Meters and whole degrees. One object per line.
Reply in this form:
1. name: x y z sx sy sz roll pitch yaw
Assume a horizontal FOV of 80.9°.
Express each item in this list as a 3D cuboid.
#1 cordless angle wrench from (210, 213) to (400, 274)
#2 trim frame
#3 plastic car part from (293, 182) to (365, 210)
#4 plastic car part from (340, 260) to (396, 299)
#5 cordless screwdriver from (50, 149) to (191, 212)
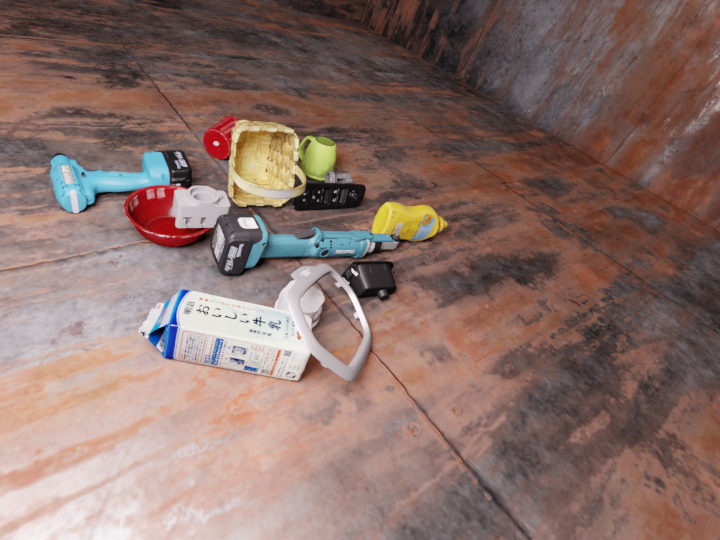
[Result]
1. cordless angle wrench: -0.084 -0.055 0.855 0.404 0.097 0.078 -3 44 -35
2. trim frame: -0.045 0.071 0.679 0.183 0.028 0.246 55 21 -4
3. plastic car part: -0.080 -0.186 1.039 0.195 0.065 0.071 -6 20 -29
4. plastic car part: 0.029 0.024 0.834 0.112 0.066 0.073 1 57 -31
5. cordless screwdriver: -0.476 -0.195 0.846 0.240 0.073 0.167 -16 51 -34
